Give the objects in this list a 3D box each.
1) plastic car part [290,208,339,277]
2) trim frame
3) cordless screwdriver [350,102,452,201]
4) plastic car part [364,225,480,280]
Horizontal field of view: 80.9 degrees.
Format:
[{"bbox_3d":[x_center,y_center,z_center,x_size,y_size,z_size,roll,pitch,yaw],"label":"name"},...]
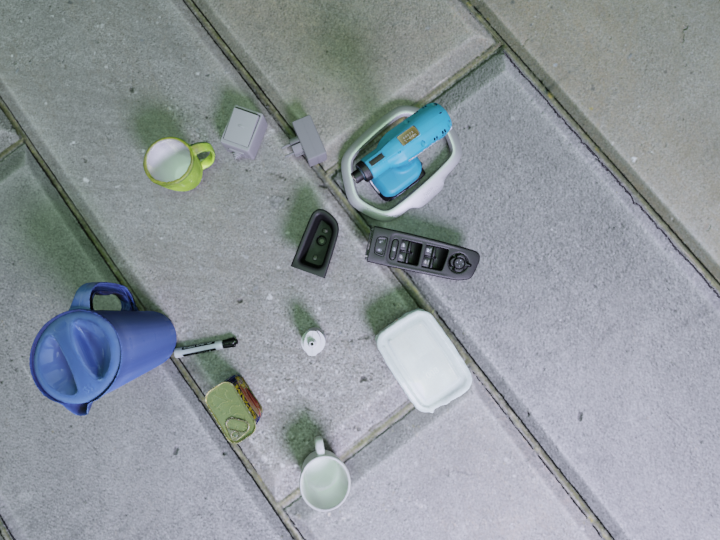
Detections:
[{"bbox_3d":[-0.077,-0.050,0.787,0.066,0.070,0.117,19,86,1],"label":"plastic car part"},{"bbox_3d":[0.077,-0.208,0.818,0.248,0.027,0.186,-42,84,-2],"label":"trim frame"},{"bbox_3d":[0.050,-0.173,0.705,0.159,0.247,0.075,-36,89,-3],"label":"cordless screwdriver"},{"bbox_3d":[0.111,-0.027,0.777,0.204,0.066,0.066,12,86,3],"label":"plastic car part"}]
